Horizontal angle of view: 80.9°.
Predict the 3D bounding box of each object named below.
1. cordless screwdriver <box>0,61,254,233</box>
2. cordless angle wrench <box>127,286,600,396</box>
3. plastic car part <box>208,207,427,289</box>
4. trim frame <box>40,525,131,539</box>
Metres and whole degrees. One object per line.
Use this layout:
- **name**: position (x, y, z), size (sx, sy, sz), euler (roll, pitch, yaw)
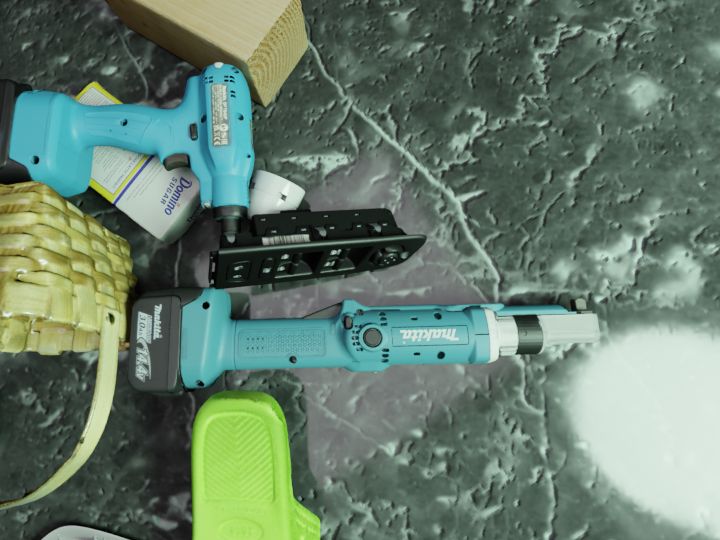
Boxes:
- **cordless screwdriver**: position (-0.225, -0.104, 0.396), size (0.248, 0.074, 0.161), euler (-5, 82, -3)
- **cordless angle wrench**: position (0.007, 0.061, 0.397), size (0.424, 0.073, 0.099), euler (-2, 79, 1)
- **plastic car part**: position (-0.039, -0.025, 0.397), size (0.197, 0.065, 0.070), euler (-2, 53, -18)
- **trim frame**: position (-0.236, 0.349, 0.389), size (0.251, 0.027, 0.185), euler (15, 83, 5)
